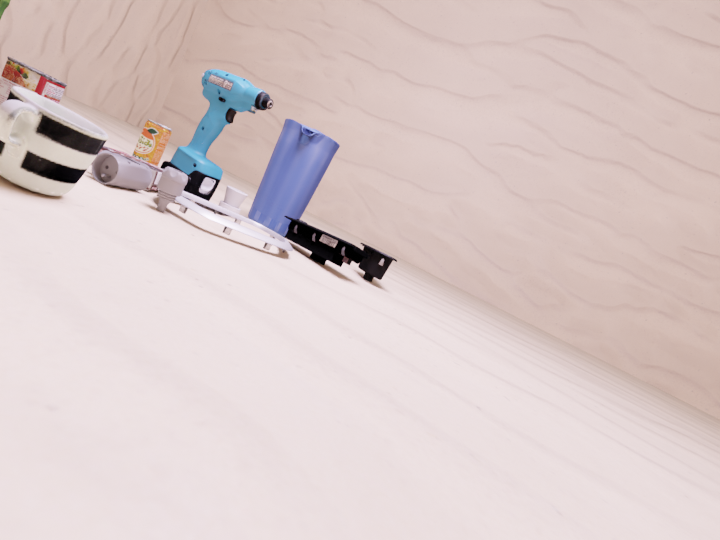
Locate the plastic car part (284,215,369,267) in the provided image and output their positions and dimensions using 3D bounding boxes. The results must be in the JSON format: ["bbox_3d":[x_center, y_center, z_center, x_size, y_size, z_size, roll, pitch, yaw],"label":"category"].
[{"bbox_3d":[-0.081,-0.053,0.824,0.215,0.067,0.063,31,8,38],"label":"plastic car part"}]

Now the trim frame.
[{"bbox_3d":[-0.216,-0.081,0.700,0.235,0.027,0.195,20,9,-43],"label":"trim frame"}]

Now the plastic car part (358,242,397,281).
[{"bbox_3d":[0.028,-0.012,0.906,0.064,0.071,0.119,25,6,-14],"label":"plastic car part"}]

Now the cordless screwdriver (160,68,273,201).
[{"bbox_3d":[-0.269,-0.242,0.790,0.166,0.248,0.071,29,6,24],"label":"cordless screwdriver"}]
